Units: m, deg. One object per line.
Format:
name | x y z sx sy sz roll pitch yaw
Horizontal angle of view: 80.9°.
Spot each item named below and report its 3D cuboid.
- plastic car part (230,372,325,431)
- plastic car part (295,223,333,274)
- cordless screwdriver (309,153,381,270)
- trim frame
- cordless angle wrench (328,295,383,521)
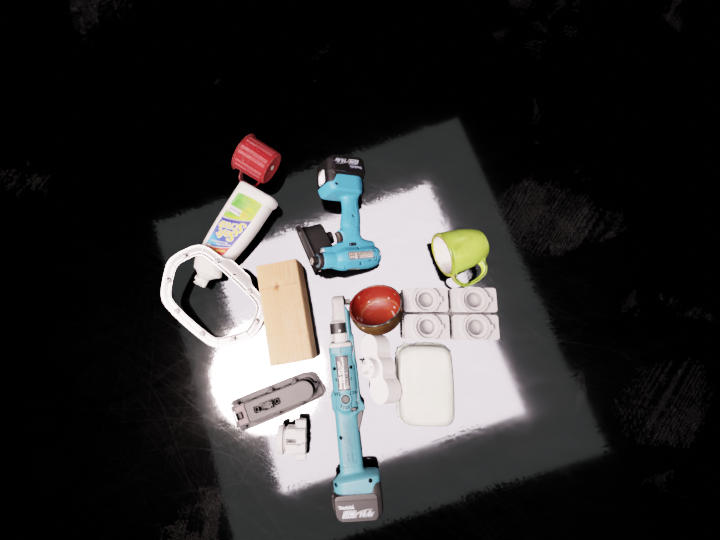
plastic car part | -0.176 0.270 0.882 0.202 0.065 0.068 -21 73 -2
plastic car part | -0.092 -0.060 0.945 0.070 0.065 0.119 -18 75 -16
cordless screwdriver | -0.049 -0.122 0.914 0.153 0.076 0.252 -4 78 -28
trim frame | -0.322 0.059 0.921 0.247 0.028 0.184 44 94 -3
cordless angle wrench | -0.027 0.263 0.865 0.098 0.073 0.430 -7 76 2
